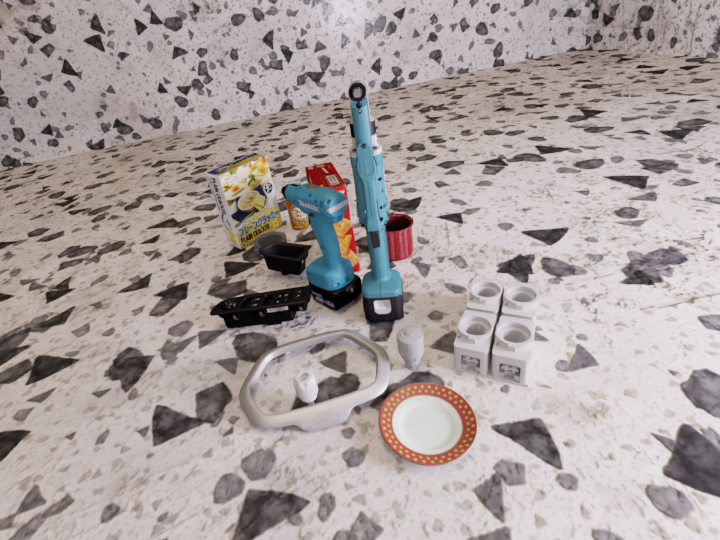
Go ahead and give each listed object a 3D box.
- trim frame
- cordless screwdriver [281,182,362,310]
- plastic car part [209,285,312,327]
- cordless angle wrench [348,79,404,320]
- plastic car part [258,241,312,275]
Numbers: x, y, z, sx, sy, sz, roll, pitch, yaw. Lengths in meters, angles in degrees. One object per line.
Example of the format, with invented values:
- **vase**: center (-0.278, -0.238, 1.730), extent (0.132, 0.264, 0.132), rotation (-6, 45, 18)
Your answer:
- **trim frame**: center (-0.074, 0.171, 0.681), extent (0.247, 0.026, 0.192), rotation (-15, 32, -6)
- **cordless screwdriver**: center (-0.081, -0.053, 0.832), extent (0.073, 0.240, 0.168), rotation (-31, 37, -33)
- **plastic car part**: center (-0.192, 0.076, 0.830), extent (0.206, 0.065, 0.068), rotation (-5, 31, 9)
- **cordless angle wrench**: center (0.021, -0.102, 0.718), extent (0.075, 0.408, 0.100), rotation (-4, 30, 8)
- **plastic car part**: center (-0.171, -0.021, 0.971), extent (0.121, 0.068, 0.066), rotation (6, 34, 25)
